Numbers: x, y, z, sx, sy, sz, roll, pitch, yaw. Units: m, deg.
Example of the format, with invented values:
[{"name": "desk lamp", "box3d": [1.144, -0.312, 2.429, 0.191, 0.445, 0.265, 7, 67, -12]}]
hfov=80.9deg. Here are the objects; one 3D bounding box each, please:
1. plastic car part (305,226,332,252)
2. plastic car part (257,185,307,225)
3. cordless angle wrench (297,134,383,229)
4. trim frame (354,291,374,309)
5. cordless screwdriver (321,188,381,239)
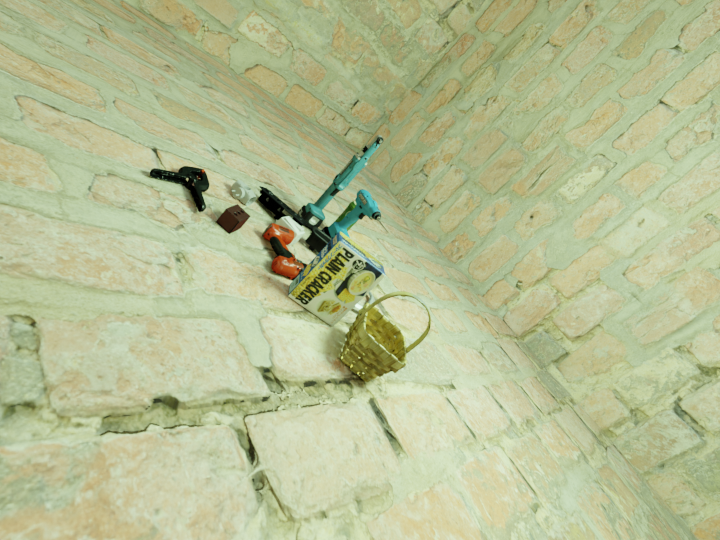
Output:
[{"name": "plastic car part", "box3d": [-0.141, -0.092, 1.445, 0.112, 0.071, 0.068, 35, 21, -23]}, {"name": "plastic car part", "box3d": [-0.274, -0.208, 1.437, 0.205, 0.067, 0.065, 45, 19, 6]}, {"name": "cordless angle wrench", "box3d": [-0.069, -0.324, 1.540, 0.071, 0.426, 0.102, 33, 23, -29]}, {"name": "trim frame", "box3d": [-0.029, 0.060, 1.406, 0.185, 0.028, 0.246, 43, 19, 0]}, {"name": "cordless screwdriver", "box3d": [-0.032, -0.164, 1.537, 0.070, 0.250, 0.167, 27, 26, -41]}]
